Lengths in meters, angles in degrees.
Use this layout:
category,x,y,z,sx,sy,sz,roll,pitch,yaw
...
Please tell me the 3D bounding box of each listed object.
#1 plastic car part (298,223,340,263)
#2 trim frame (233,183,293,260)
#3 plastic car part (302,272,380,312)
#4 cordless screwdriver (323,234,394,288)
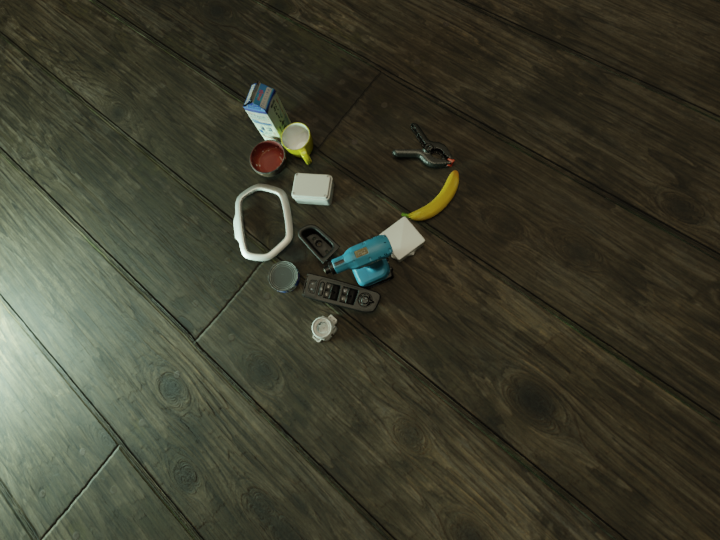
category,x,y,z,sx,sy,sz,roll,pitch,yaw
plastic car part,-0.115,-0.075,1.177,0.066,0.069,0.120,-44,73,-4
trim frame,-0.292,-0.146,1.254,0.186,0.026,0.254,-15,73,7
plastic car part,-0.049,0.065,1.127,0.208,0.065,0.067,13,79,14
cordless screwdriver,0.003,-0.009,1.044,0.160,0.241,0.076,-22,76,2
